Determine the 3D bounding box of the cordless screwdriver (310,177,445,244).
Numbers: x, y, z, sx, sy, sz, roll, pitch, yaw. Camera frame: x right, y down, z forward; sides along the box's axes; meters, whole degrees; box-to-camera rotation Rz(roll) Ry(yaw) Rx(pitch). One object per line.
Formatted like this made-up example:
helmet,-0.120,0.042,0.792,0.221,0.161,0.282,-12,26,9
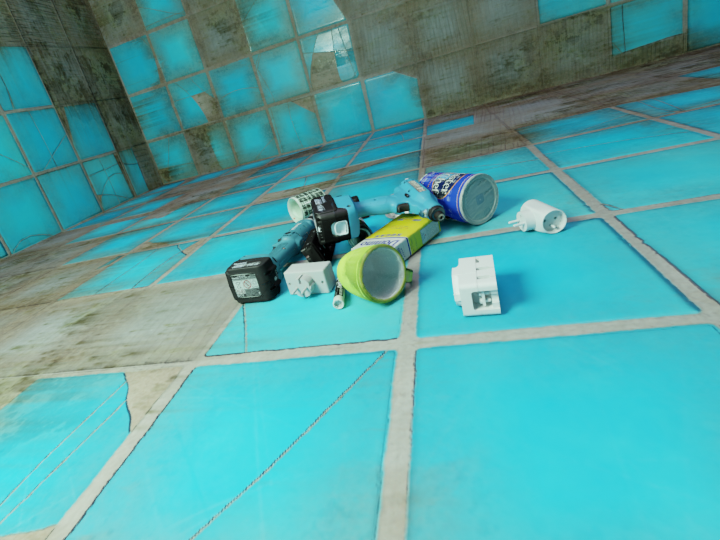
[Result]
cordless screwdriver,0.032,-0.114,0.841,0.246,0.072,0.167,-15,33,-8

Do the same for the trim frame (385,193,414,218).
trim frame,0.135,-0.183,1.098,0.186,0.027,0.253,-14,25,8

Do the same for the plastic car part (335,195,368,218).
plastic car part,-0.042,-0.164,1.117,0.117,0.069,0.067,-12,20,2

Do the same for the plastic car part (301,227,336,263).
plastic car part,-0.092,-0.060,0.942,0.068,0.065,0.205,-36,17,22

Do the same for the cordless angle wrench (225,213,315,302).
cordless angle wrench,-0.162,-0.060,0.972,0.101,0.072,0.422,-8,23,18
